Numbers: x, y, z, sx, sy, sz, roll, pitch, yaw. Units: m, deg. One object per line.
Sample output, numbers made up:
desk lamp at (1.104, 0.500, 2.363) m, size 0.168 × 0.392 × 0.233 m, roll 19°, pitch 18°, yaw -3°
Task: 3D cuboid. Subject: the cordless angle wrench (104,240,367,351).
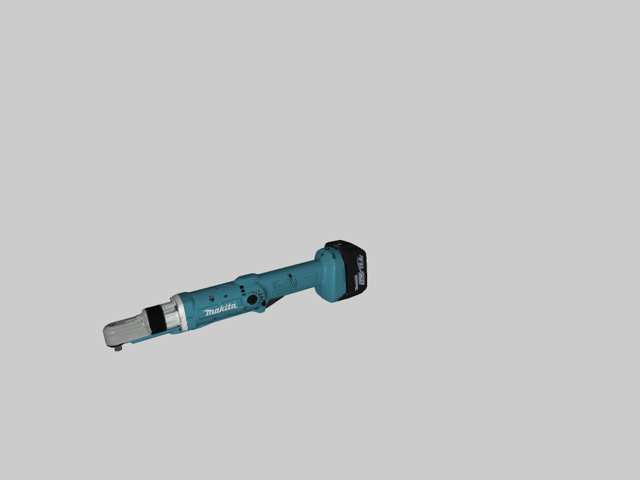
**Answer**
cordless angle wrench at (-0.118, 0.089, 0.683) m, size 0.422 × 0.098 × 0.074 m, roll -13°, pitch 20°, yaw -27°
